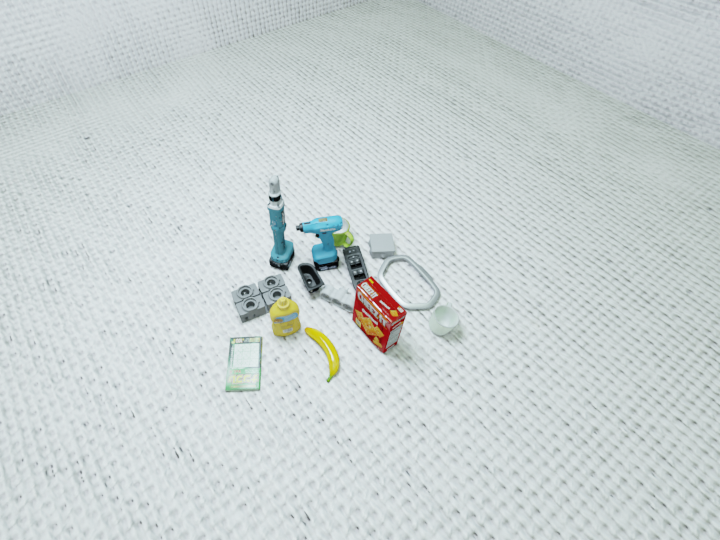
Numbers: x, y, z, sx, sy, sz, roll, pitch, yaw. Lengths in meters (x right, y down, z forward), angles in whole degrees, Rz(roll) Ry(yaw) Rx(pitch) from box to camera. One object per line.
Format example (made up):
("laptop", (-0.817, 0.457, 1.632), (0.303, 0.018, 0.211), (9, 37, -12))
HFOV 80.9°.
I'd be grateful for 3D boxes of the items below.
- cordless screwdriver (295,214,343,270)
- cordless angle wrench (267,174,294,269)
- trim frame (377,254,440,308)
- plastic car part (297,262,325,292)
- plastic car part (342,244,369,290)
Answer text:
("cordless screwdriver", (-0.147, -0.096, 1.506), (0.157, 0.242, 0.077), (-7, 55, -9))
("cordless angle wrench", (-0.281, -0.158, 1.447), (0.076, 0.411, 0.099), (15, 54, 6))
("trim frame", (0.174, 0.040, 1.536), (0.181, 0.027, 0.261), (-29, 58, -20))
("plastic car part", (-0.181, 0.033, 1.516), (0.065, 0.069, 0.122), (-21, 56, -18))
("plastic car part", (-0.012, 0.008, 1.537), (0.065, 0.065, 0.212), (-11, 54, -11))
